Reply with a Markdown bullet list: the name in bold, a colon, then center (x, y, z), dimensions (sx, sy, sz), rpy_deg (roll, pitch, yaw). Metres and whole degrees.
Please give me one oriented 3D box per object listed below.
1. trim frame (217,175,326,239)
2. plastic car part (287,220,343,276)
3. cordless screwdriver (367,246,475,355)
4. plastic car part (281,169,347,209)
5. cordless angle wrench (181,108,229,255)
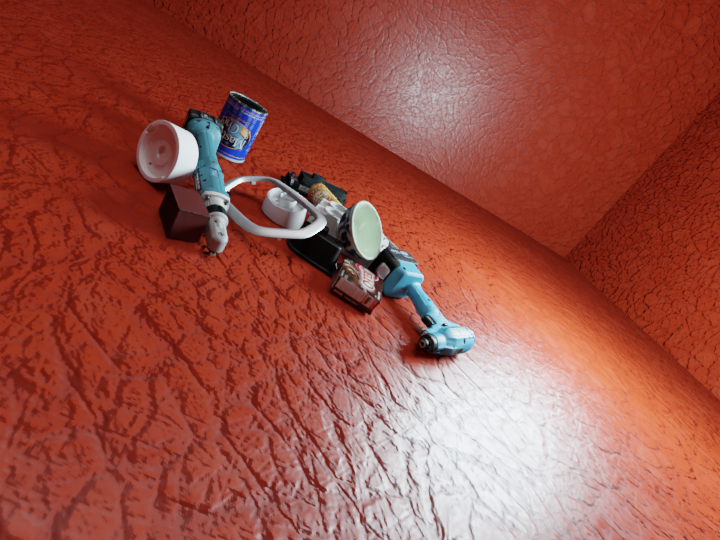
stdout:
- **trim frame**: center (-0.177, -0.126, 0.822), dimensions (0.178, 0.027, 0.262), rpy_deg (-21, 45, -36)
- **plastic car part**: center (-0.081, -0.053, 0.824), dimensions (0.116, 0.071, 0.066), rpy_deg (36, 20, -2)
- **cordless screwdriver**: center (0.104, 0.061, 0.834), dimensions (0.151, 0.074, 0.261), rpy_deg (7, 37, -47)
- **plastic car part**: center (-0.115, -0.226, 1.155), dimensions (0.194, 0.067, 0.069), rpy_deg (24, 17, -28)
- **cordless angle wrench**: center (-0.286, -0.177, 0.788), dimensions (0.071, 0.098, 0.444), rpy_deg (14, 32, -34)
